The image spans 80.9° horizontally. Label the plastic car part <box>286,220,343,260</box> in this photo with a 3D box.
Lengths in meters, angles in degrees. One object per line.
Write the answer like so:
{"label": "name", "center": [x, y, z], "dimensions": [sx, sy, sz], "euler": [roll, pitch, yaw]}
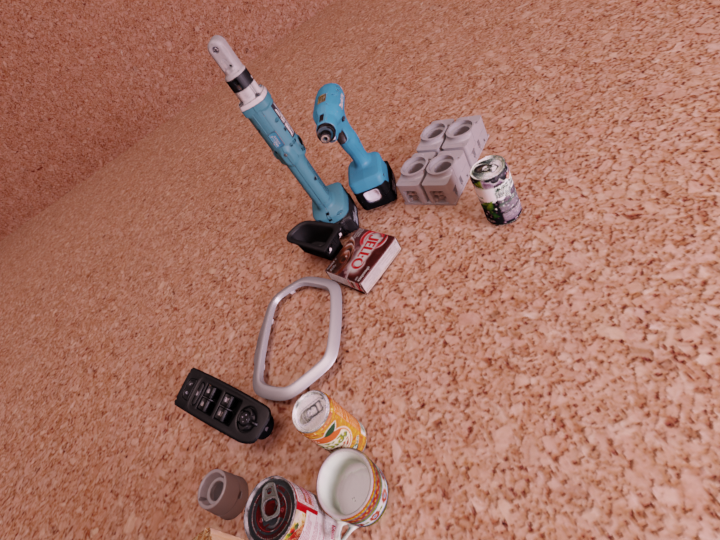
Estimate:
{"label": "plastic car part", "center": [-0.081, -0.053, 0.824], "dimensions": [0.123, 0.067, 0.066], "euler": [12, 60, 42]}

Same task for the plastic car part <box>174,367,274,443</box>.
{"label": "plastic car part", "center": [-0.211, 0.221, 0.671], "dimensions": [0.213, 0.063, 0.066], "euler": [6, 56, 40]}

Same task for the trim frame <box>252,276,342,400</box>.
{"label": "trim frame", "center": [-0.112, 0.107, 0.732], "dimensions": [0.188, 0.026, 0.256], "euler": [-20, 44, 20]}

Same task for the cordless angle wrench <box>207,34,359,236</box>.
{"label": "cordless angle wrench", "center": [-0.129, -0.221, 0.757], "dimensions": [0.076, 0.401, 0.101], "euler": [-22, 41, 18]}

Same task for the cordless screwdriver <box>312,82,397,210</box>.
{"label": "cordless screwdriver", "center": [-0.012, -0.212, 0.791], "dimensions": [0.076, 0.236, 0.164], "euler": [-19, 43, 21]}
